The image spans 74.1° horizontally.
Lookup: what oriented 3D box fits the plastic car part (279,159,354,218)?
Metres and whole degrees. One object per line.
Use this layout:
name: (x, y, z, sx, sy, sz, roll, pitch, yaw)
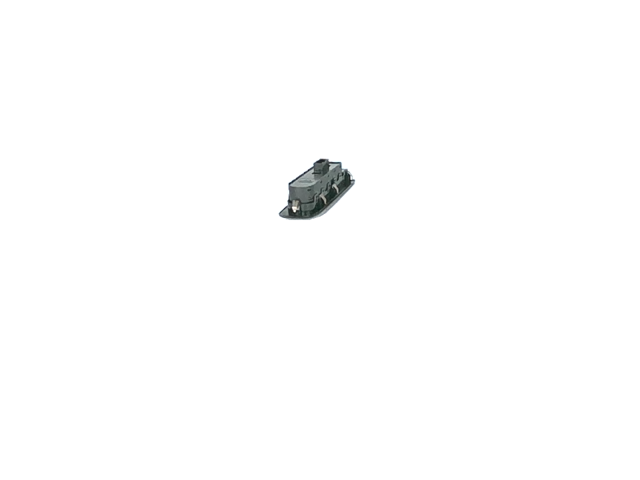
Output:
plastic car part: (-0.001, -0.088, 0.671, 0.066, 0.067, 0.202, 13, 31, 16)
